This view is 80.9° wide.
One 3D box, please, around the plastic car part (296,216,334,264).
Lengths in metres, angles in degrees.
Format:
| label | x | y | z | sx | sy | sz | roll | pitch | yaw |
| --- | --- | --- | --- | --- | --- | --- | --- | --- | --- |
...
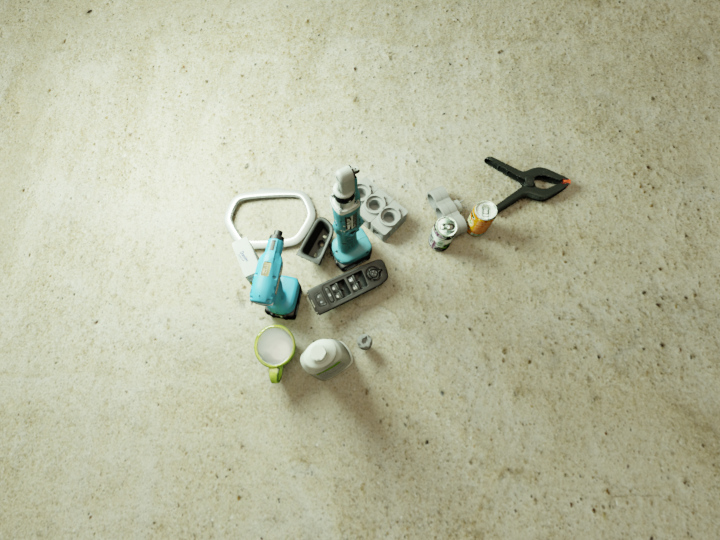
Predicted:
| label | x | y | z | sx | sy | sz | roll | pitch | yaw |
| --- | --- | --- | --- | --- | --- | --- | --- | --- | --- |
| plastic car part | -0.105 | -0.069 | 1.074 | 0.067 | 0.069 | 0.117 | 23 | 74 | 10 |

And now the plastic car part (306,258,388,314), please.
| label | x | y | z | sx | sy | sz | roll | pitch | yaw |
| --- | --- | --- | --- | --- | --- | --- | --- | --- | --- |
| plastic car part | -0.026 | 0.041 | 1.028 | 0.202 | 0.065 | 0.068 | -26 | 72 | -4 |

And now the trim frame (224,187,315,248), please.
| label | x | y | z | sx | sy | sz | roll | pitch | yaw |
| --- | --- | --- | --- | --- | --- | --- | --- | --- | --- |
| trim frame | -0.245 | -0.145 | 1.138 | 0.250 | 0.027 | 0.188 | -4 | 70 | 4 |

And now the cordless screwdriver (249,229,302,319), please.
| label | x | y | z | sx | sy | sz | roll | pitch | yaw |
| --- | --- | --- | --- | --- | --- | --- | --- | --- | --- |
| cordless screwdriver | -0.185 | 0.020 | 0.958 | 0.075 | 0.243 | 0.161 | 9 | 73 | 4 |

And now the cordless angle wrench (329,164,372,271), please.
| label | x | y | z | sx | sy | sz | roll | pitch | yaw |
| --- | --- | --- | --- | --- | --- | --- | --- | --- | --- |
| cordless angle wrench | -0.027 | -0.102 | 0.896 | 0.097 | 0.413 | 0.076 | -26 | 74 | -7 |
